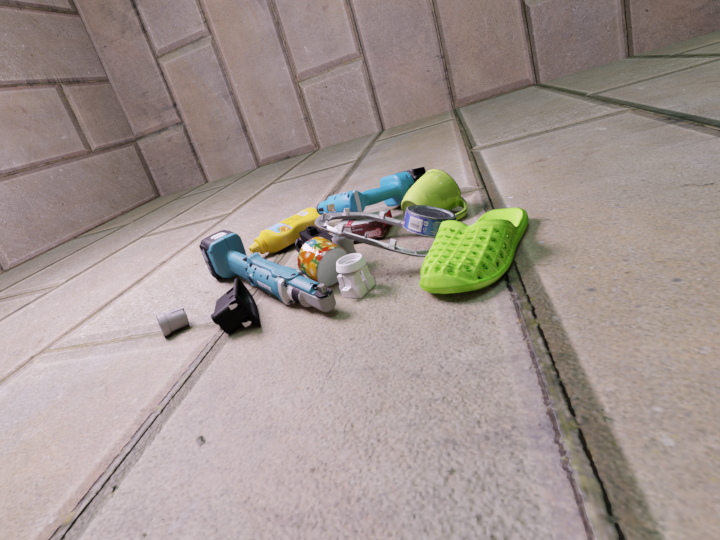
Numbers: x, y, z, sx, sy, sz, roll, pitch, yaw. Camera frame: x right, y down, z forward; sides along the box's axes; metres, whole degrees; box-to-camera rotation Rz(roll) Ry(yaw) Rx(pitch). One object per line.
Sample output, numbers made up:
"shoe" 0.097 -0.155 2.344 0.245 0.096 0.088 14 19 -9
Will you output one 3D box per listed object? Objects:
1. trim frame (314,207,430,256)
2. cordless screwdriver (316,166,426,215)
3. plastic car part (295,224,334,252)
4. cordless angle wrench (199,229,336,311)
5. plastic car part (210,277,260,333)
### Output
"trim frame" 0.039 -0.072 0.741 0.260 0.027 0.179 20 27 26
"cordless screwdriver" 0.027 -0.170 0.967 0.241 0.073 0.166 -21 12 -30
"plastic car part" -0.084 -0.055 0.862 0.065 0.065 0.212 -17 23 -17
"cordless angle wrench" -0.179 0.004 0.774 0.073 0.095 0.446 -30 29 -30
"plastic car part" -0.212 0.064 0.694 0.070 0.064 0.121 -36 21 -7
